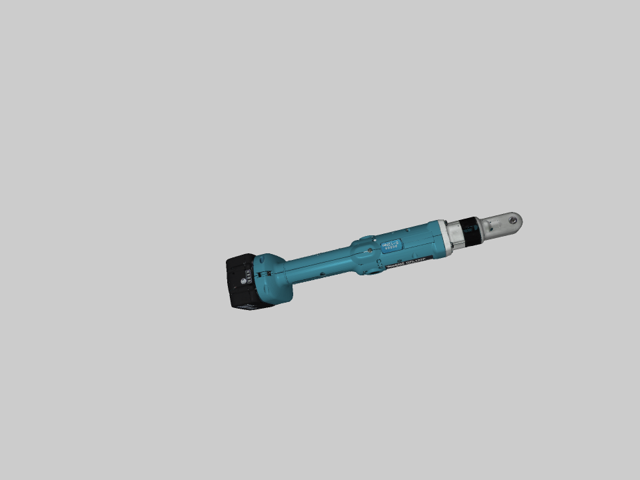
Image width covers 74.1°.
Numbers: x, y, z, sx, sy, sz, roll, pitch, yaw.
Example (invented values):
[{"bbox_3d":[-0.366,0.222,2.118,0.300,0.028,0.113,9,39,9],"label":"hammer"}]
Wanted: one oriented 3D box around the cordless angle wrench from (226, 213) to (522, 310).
[{"bbox_3d":[0.072,0.023,0.618,0.423,0.074,0.098,-14,-16,11],"label":"cordless angle wrench"}]
